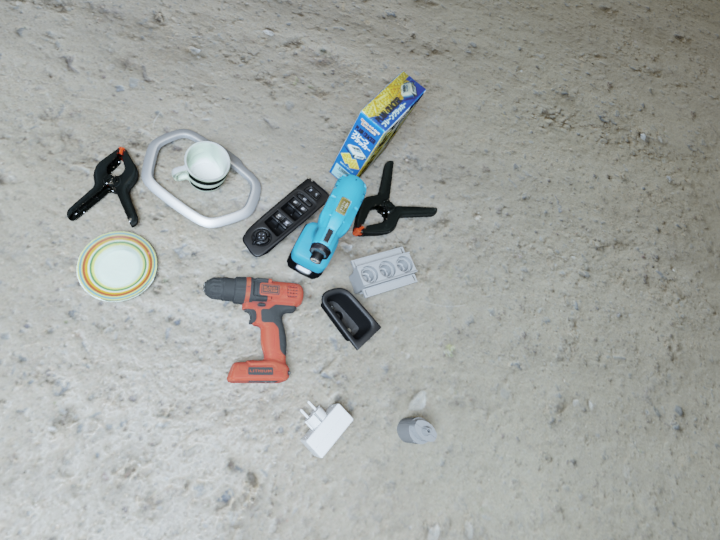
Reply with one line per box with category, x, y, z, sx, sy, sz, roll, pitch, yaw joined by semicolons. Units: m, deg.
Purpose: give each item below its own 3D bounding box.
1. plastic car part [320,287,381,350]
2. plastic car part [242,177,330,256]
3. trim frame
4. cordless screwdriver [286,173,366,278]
plastic car part;-0.031;0.088;0.798;0.065;0.071;0.118;-38;83;-27
plastic car part;-0.153;-0.099;0.844;0.067;0.067;0.201;44;63;2
trim frame;-0.320;-0.188;0.856;0.248;0.027;0.184;34;63;0
cordless screwdriver;-0.073;-0.048;0.744;0.073;0.250;0.160;28;64;-9
